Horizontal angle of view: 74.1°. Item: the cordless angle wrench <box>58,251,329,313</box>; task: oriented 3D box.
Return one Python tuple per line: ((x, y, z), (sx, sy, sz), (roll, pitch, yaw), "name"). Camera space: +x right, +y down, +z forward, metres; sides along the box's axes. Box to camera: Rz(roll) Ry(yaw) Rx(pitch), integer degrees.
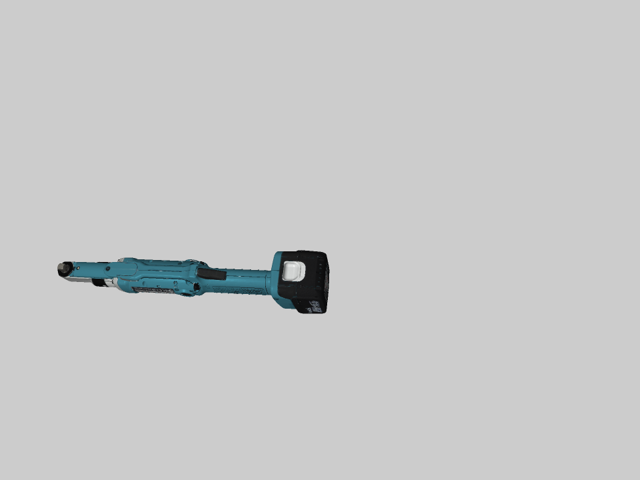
((-0.200, 0.058, 0.653), (0.423, 0.074, 0.098), (2, -24, 7), "cordless angle wrench")
